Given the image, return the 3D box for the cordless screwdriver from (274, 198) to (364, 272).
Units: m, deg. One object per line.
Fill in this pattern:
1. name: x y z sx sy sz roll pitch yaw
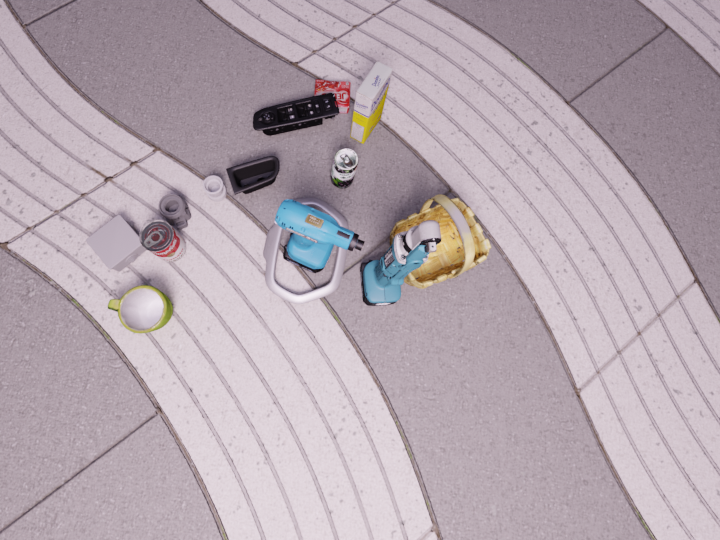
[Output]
1. cordless screwdriver: -0.081 -0.053 0.828 0.160 0.247 0.075 24 76 0

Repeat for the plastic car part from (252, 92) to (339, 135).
1. plastic car part: -0.156 -0.364 1.002 0.201 0.066 0.067 -12 78 -5

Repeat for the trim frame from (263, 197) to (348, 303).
1. trim frame: -0.122 -0.048 0.938 0.184 0.027 0.251 8 75 0

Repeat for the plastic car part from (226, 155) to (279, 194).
1. plastic car part: -0.234 -0.208 0.956 0.115 0.070 0.067 -19 79 -8

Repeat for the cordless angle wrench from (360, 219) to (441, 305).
1. cordless angle wrench: 0.063 -0.011 0.732 0.074 0.420 0.099 -3 78 -8
